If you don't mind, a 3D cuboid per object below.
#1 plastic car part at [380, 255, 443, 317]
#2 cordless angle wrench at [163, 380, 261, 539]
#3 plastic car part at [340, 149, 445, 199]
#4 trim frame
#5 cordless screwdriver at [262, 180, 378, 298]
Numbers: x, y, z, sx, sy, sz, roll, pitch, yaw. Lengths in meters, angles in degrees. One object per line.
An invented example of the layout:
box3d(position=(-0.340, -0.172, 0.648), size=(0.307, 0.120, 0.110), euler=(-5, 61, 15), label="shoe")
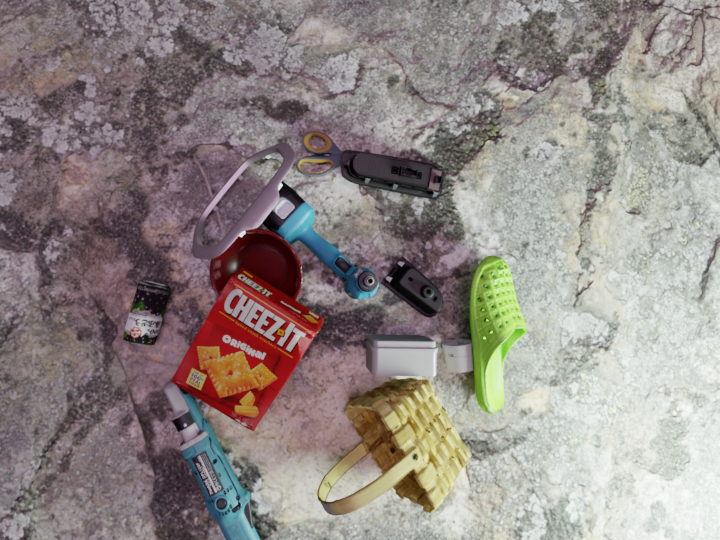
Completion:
box3d(position=(0.106, 0.033, 0.757), size=(0.117, 0.070, 0.066), euler=(39, 84, 3), label="plastic car part")
box3d(position=(-0.223, 0.375, 0.700), size=(0.097, 0.074, 0.427), euler=(-29, 84, -8), label="cordless angle wrench")
box3d(position=(0.062, -0.178, 0.777), size=(0.201, 0.068, 0.066), euler=(10, 99, -5), label="plastic car part")
box3d(position=(-0.201, -0.120, 0.717), size=(0.248, 0.195, 0.026), euler=(-53, 129, -9), label="trim frame")
box3d(position=(-0.070, -0.046, 0.712), size=(0.250, 0.159, 0.074), euler=(43, 82, 2), label="cordless screwdriver")
